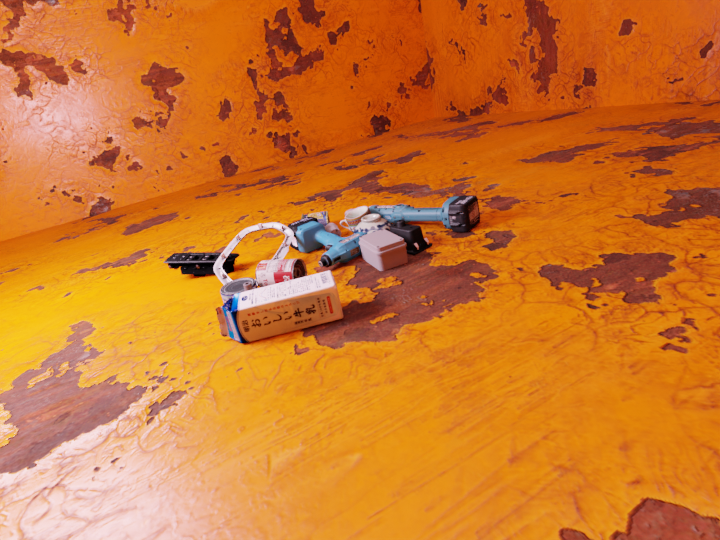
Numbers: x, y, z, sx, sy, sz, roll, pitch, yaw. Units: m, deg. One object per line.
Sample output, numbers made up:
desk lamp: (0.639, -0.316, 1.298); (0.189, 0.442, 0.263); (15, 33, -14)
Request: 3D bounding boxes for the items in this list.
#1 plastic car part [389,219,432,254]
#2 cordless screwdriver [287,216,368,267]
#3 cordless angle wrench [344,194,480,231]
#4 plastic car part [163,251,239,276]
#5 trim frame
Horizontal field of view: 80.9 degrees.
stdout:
plastic car part: (0.110, -0.090, 1.049); (0.064, 0.069, 0.123); (-25, 28, -32)
cordless screwdriver: (-0.110, -0.072, 1.123); (0.155, 0.072, 0.263); (-29, 32, -34)
cordless angle wrench: (0.120, -0.163, 1.213); (0.445, 0.072, 0.095); (6, 29, 42)
plastic car part: (-0.434, -0.017, 1.168); (0.206, 0.066, 0.066); (-5, 15, 9)
trim frame: (-0.278, -0.048, 1.112); (0.191, 0.026, 0.249); (12, 48, 22)
